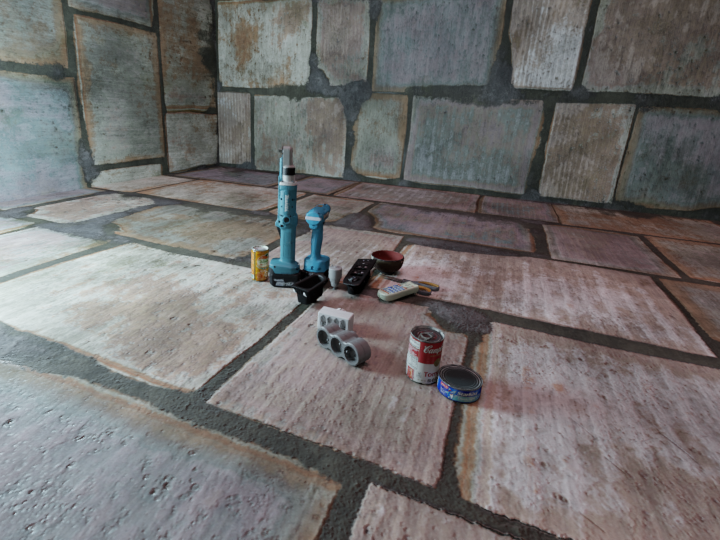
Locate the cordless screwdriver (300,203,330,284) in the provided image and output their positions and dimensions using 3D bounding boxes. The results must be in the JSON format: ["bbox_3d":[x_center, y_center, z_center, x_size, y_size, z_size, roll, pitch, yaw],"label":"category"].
[{"bbox_3d":[-0.130,-0.085,1.330,0.076,0.244,0.158,8,19,10],"label":"cordless screwdriver"}]

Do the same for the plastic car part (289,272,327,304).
[{"bbox_3d":[-0.138,0.059,1.194,0.069,0.069,0.113,15,23,29],"label":"plastic car part"}]

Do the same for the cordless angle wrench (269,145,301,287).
[{"bbox_3d":[-0.220,-0.156,1.265,0.098,0.415,0.075,4,18,-1],"label":"cordless angle wrench"}]

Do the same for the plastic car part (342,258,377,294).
[{"bbox_3d":[-0.005,0.020,1.319,0.068,0.066,0.201,9,21,14],"label":"plastic car part"}]
